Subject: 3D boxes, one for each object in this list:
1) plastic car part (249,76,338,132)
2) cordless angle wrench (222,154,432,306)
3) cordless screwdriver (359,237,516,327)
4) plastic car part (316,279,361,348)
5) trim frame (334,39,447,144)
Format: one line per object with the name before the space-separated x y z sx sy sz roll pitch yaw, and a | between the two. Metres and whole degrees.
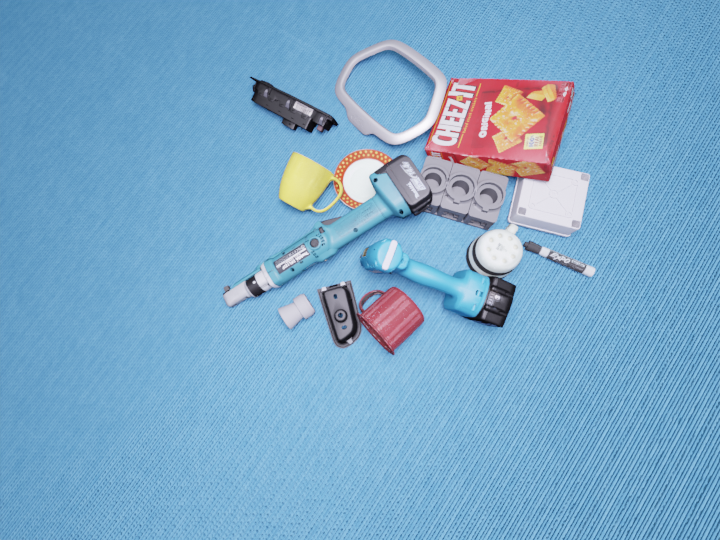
plastic car part | -0.147 -0.333 0.870 0.208 0.065 0.067 35 108 11
cordless angle wrench | -0.074 -0.049 0.760 0.426 0.072 0.100 -32 76 10
cordless screwdriver | 0.118 0.016 0.725 0.246 0.160 0.074 23 83 -6
plastic car part | -0.035 0.075 0.748 0.066 0.069 0.119 -17 73 1
trim frame | 0.054 -0.356 0.840 0.185 0.026 0.259 -45 67 9
